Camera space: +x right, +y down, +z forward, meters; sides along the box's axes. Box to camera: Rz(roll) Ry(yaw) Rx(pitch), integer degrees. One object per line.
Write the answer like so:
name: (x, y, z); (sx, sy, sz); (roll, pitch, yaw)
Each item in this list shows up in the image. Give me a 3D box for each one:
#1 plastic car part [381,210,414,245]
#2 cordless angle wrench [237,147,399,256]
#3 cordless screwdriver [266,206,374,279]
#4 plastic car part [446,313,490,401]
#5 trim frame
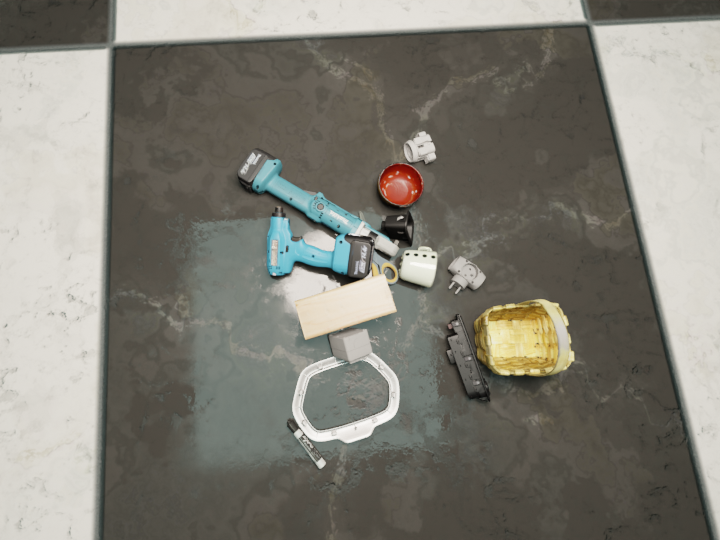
plastic car part: (0.087, -0.105, 1.006); (0.073, 0.111, 0.067); (1, 77, 19)
cordless angle wrench: (-0.098, -0.149, 1.019); (0.427, 0.073, 0.098); (31, 79, 5)
cordless screwdriver: (-0.095, -0.062, 0.967); (0.254, 0.073, 0.158); (4, 97, 13)
plastic car part: (0.240, 0.205, 0.963); (0.067, 0.065, 0.206); (-22, 80, 2)
trim frame: (-0.032, 0.286, 0.955); (0.246, 0.027, 0.187); (-15, 80, -7)
